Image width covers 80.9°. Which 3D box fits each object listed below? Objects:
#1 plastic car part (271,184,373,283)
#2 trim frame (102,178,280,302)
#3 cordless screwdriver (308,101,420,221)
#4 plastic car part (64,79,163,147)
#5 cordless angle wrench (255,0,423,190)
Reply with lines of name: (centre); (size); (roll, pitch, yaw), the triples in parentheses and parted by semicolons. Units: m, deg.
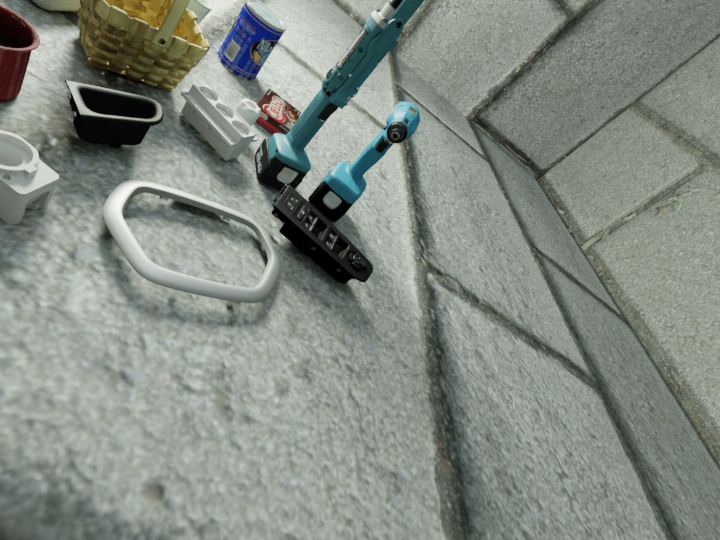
plastic car part: (-0.067, -0.044, 0.684); (0.199, 0.068, 0.067); (38, 33, -11)
trim frame: (-0.208, -0.040, 0.555); (0.235, 0.028, 0.192); (15, 42, -39)
cordless screwdriver: (0.005, -0.189, 0.760); (0.073, 0.252, 0.160); (41, 32, -12)
plastic car part: (-0.325, -0.194, 0.558); (0.111, 0.072, 0.068); (-8, 60, -53)
cordless angle wrench: (-0.030, -0.299, 0.679); (0.070, 0.428, 0.102); (21, 41, -36)
